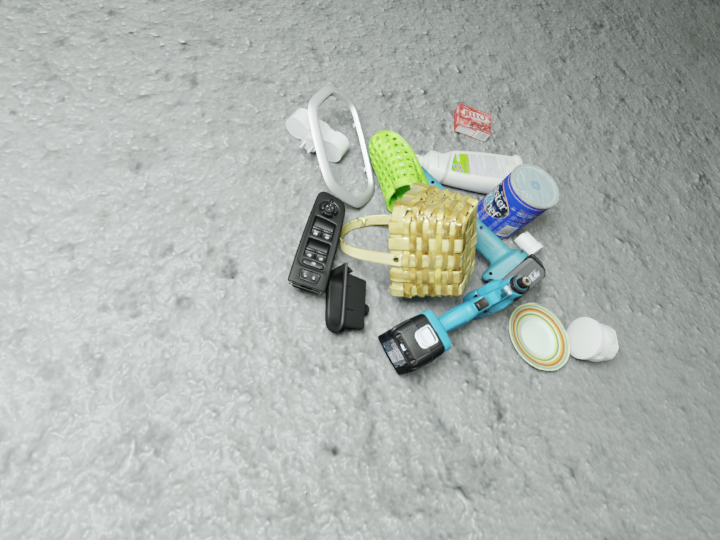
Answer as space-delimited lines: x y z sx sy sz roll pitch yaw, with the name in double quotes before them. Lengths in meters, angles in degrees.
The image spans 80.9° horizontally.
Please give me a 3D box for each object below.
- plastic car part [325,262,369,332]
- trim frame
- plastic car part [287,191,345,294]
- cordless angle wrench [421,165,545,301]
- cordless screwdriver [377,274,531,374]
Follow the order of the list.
"plastic car part" -0.019 0.055 0.733 0.068 0.067 0.119 13 63 -28
"trim frame" -0.033 -0.245 0.838 0.177 0.028 0.248 -18 92 -50
"plastic car part" -0.074 -0.049 0.759 0.066 0.066 0.206 15 64 -3
"cordless angle wrench" 0.180 -0.122 0.862 0.436 0.098 0.072 48 17 16
"cordless screwdriver" 0.161 0.080 0.709 0.243 0.160 0.076 -24 79 -24
